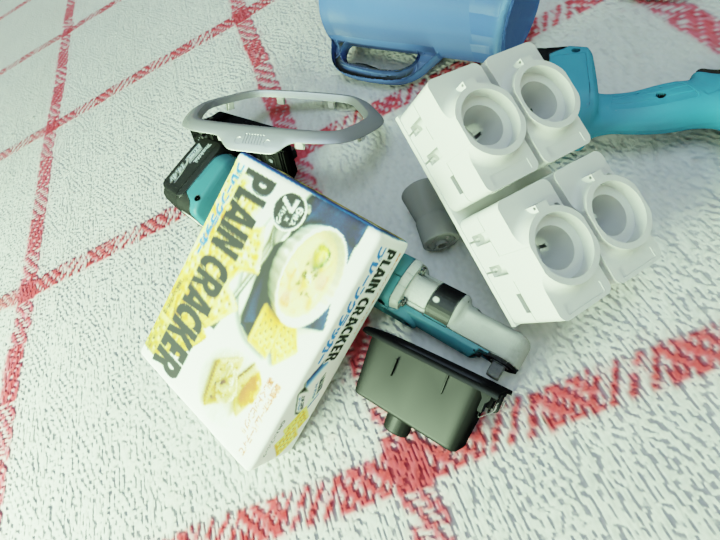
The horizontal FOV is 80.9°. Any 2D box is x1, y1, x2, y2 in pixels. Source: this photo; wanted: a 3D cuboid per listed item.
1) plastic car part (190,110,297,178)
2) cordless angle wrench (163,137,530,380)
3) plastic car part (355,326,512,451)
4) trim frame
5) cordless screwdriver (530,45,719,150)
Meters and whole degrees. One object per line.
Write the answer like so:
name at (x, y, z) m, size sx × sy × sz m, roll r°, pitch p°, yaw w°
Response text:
plastic car part at (-0.156, -0.174, 0.564) m, size 0.213 × 0.063 × 0.067 m, roll 22°, pitch 63°, yaw 30°
cordless angle wrench at (-0.042, -0.028, 0.433) m, size 0.445 × 0.071 × 0.098 m, roll 29°, pitch 77°, yaw 30°
plastic car part at (0.047, 0.098, 0.334) m, size 0.123 × 0.062 × 0.071 m, roll 18°, pitch 85°, yaw 32°
trim frame at (-0.095, -0.187, 0.517) m, size 0.255 × 0.027 × 0.185 m, roll 11°, pitch 38°, yaw 13°
cordless screwdriver at (0.254, -0.168, 0.385) m, size 0.258 × 0.071 × 0.161 m, roll 7°, pitch 65°, yaw 21°
